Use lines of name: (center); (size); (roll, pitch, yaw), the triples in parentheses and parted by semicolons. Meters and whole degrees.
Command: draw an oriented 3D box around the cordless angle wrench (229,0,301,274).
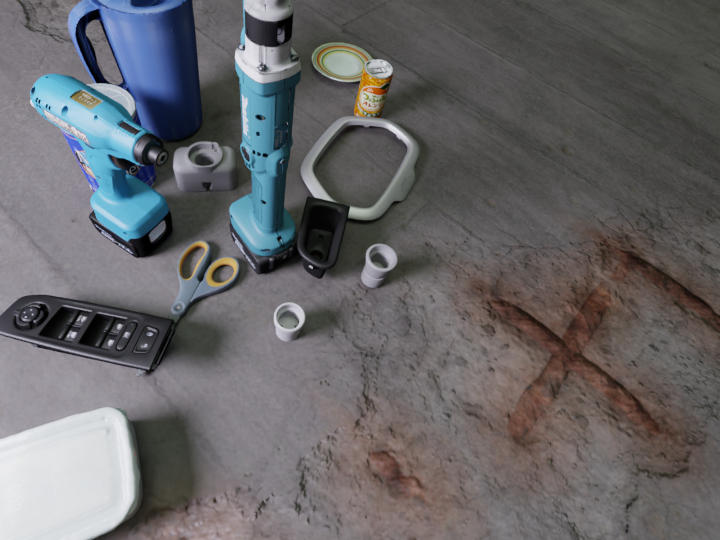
cordless angle wrench: (-0.104, -0.138, 0.465); (0.073, 0.417, 0.101); (-30, 71, -26)

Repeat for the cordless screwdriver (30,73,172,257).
cordless screwdriver: (-0.286, -0.105, 0.521); (0.162, 0.245, 0.074); (32, 59, 8)

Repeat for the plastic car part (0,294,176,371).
plastic car part: (-0.326, 0.076, 0.509); (0.203, 0.066, 0.067); (13, 58, 0)

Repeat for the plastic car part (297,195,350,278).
plastic car part: (-0.060, -0.039, 0.614); (0.066, 0.070, 0.119); (12, 58, -3)

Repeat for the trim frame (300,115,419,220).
trim frame: (0.005, -0.186, 0.738); (0.187, 0.027, 0.249); (26, 59, 8)
